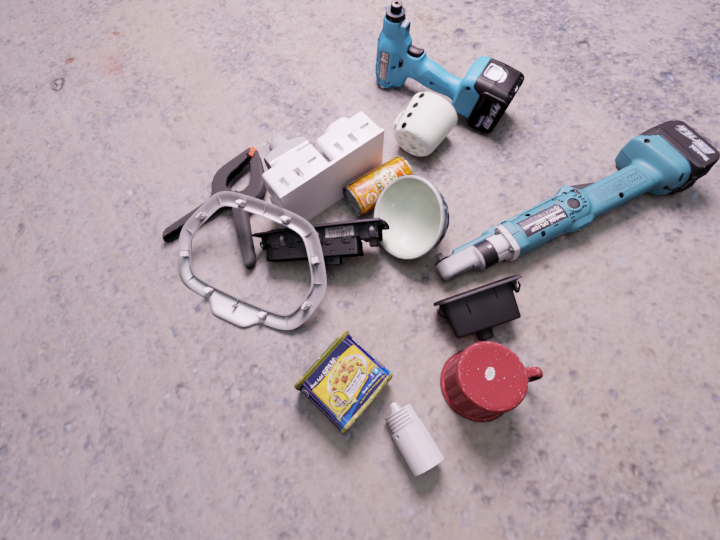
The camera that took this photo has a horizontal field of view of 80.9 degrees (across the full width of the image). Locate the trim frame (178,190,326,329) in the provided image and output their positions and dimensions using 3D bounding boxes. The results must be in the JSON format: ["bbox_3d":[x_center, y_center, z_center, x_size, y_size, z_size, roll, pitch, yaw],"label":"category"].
[{"bbox_3d":[-0.165,-0.012,0.617,0.255,0.027,0.183,22,100,14],"label":"trim frame"}]

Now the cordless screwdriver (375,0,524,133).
[{"bbox_3d":[0.139,-0.340,0.704,0.256,0.155,0.074,30,71,14],"label":"cordless screwdriver"}]

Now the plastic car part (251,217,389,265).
[{"bbox_3d":[-0.061,-0.040,0.627,0.209,0.064,0.067,0,92,17],"label":"plastic car part"}]

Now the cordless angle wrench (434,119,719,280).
[{"bbox_3d":[0.303,-0.088,0.621,0.421,0.072,0.102,-26,67,-4],"label":"cordless angle wrench"}]

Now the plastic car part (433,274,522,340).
[{"bbox_3d":[0.165,0.057,0.576,0.116,0.065,0.072,-22,81,-2],"label":"plastic car part"}]
